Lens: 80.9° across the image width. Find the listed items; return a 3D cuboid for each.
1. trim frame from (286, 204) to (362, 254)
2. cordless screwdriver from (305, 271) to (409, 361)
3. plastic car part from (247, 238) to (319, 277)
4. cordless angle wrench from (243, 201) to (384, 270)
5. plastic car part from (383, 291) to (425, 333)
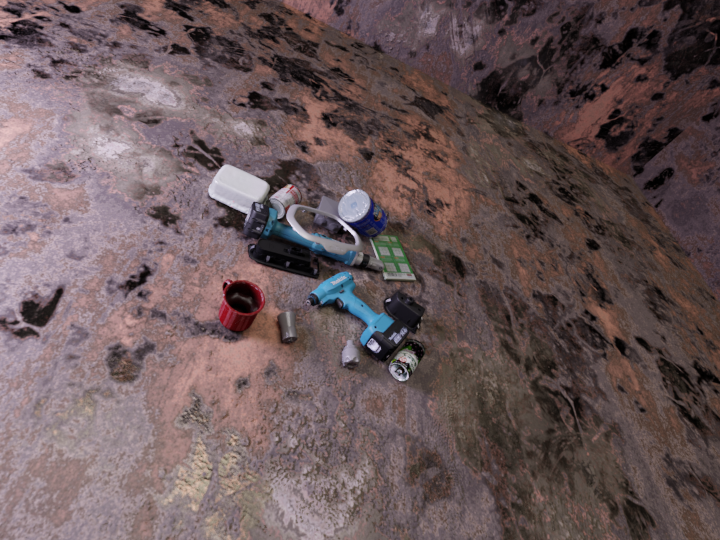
[{"bbox_3d":[-0.098,-0.114,1.169,0.236,0.027,0.194,12,34,-38],"label":"trim frame"},{"bbox_3d":[-0.012,0.117,1.059,0.258,0.074,0.154,43,43,20],"label":"cordless screwdriver"},{"bbox_3d":[-0.197,-0.037,1.116,0.198,0.067,0.068,13,52,-15],"label":"plastic car part"},{"bbox_3d":[-0.116,-0.076,1.186,0.410,0.074,0.101,20,21,-17],"label":"cordless angle wrench"},{"bbox_3d":[0.126,0.103,1.149,0.117,0.071,0.065,37,40,2],"label":"plastic car part"}]
